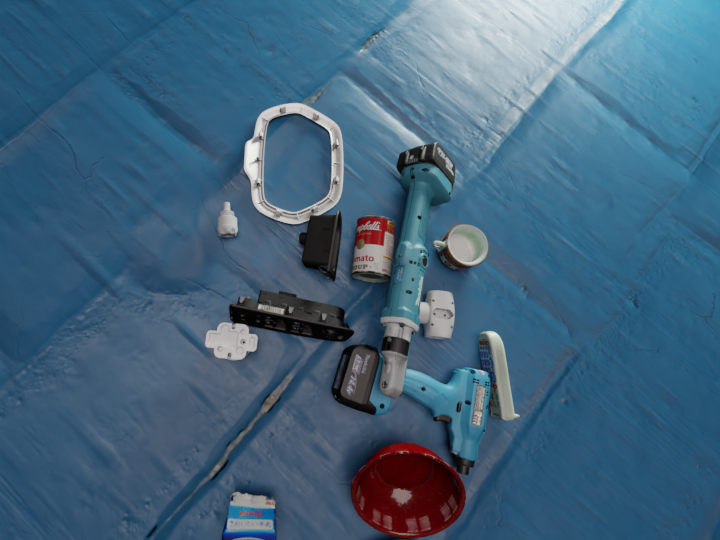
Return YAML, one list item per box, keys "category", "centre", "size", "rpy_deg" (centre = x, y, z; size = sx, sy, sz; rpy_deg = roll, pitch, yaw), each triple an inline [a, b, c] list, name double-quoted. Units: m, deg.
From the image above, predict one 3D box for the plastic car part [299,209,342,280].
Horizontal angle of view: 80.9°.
- category: "plastic car part"
  centre: [-0.072, -0.047, 0.736]
  size: [0.072, 0.064, 0.118]
  rpy_deg: [1, 71, 8]

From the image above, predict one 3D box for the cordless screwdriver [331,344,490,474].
- category: "cordless screwdriver"
  centre: [0.080, 0.213, 0.667]
  size: [0.246, 0.074, 0.161]
  rpy_deg: [15, 74, -5]

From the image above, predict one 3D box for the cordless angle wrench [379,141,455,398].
- category: "cordless angle wrench"
  centre: [0.081, -0.014, 0.684]
  size: [0.077, 0.092, 0.429]
  rpy_deg: [-8, 59, 39]

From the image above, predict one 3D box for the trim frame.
- category: "trim frame"
  centre: [-0.123, -0.206, 0.789]
  size: [0.183, 0.027, 0.252]
  rpy_deg: [1, 76, -4]

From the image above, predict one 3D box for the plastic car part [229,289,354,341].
- category: "plastic car part"
  centre: [-0.110, 0.074, 0.699]
  size: [0.203, 0.065, 0.068]
  rpy_deg: [15, 49, 0]
